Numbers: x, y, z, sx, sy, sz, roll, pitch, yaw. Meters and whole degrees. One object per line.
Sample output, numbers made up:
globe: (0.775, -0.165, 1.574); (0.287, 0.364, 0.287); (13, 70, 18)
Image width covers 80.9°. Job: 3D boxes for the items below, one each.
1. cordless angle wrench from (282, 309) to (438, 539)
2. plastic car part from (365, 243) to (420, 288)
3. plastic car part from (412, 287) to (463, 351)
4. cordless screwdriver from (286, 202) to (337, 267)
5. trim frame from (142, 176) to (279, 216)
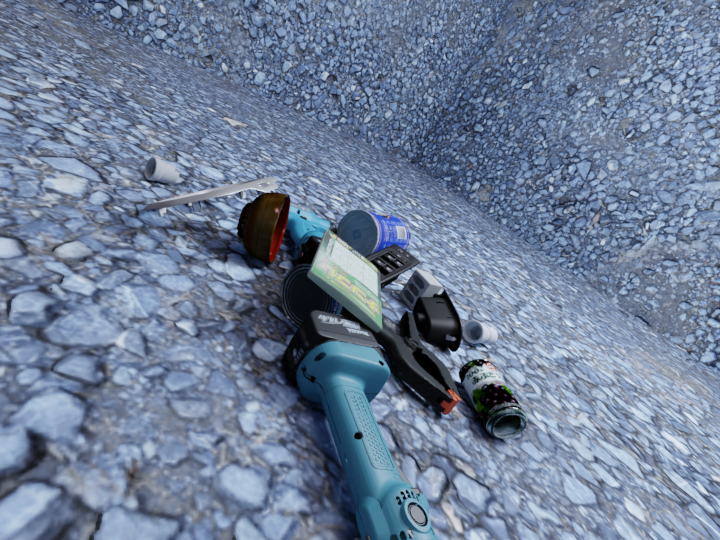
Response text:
cordless angle wrench: (0.030, 0.202, 0.327); (0.093, 0.074, 0.444); (16, 26, -32)
plastic car part: (0.036, 0.002, 0.792); (0.068, 0.067, 0.196); (44, 28, 14)
plastic car part: (0.128, 0.085, 0.745); (0.070, 0.065, 0.120); (10, 28, -10)
cordless screwdriver: (-0.075, -0.049, 0.767); (0.151, 0.074, 0.262); (16, 20, -32)
trim frame: (-0.222, -0.117, 0.659); (0.188, 0.027, 0.247); (-9, 14, 14)
